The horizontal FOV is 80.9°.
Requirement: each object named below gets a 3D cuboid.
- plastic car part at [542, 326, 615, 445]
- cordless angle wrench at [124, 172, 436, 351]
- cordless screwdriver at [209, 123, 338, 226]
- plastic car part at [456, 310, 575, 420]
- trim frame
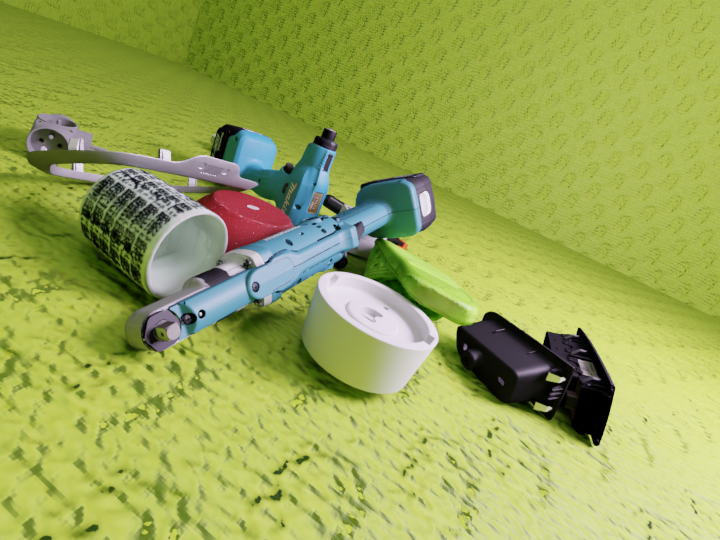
[{"bbox_3d":[0.243,0.118,0.496,0.070,0.065,0.197,4,12,24],"label":"plastic car part"},{"bbox_3d":[-0.042,-0.028,0.432,0.102,0.073,0.412,-2,19,33],"label":"cordless angle wrench"},{"bbox_3d":[-0.132,-0.161,0.628,0.070,0.158,0.263,6,24,-46],"label":"cordless screwdriver"},{"bbox_3d":[0.143,0.094,0.442,0.068,0.065,0.123,-3,27,-29],"label":"plastic car part"},{"bbox_3d":[-0.222,-0.106,0.458,0.192,0.027,0.239,5,3,25],"label":"trim frame"}]
